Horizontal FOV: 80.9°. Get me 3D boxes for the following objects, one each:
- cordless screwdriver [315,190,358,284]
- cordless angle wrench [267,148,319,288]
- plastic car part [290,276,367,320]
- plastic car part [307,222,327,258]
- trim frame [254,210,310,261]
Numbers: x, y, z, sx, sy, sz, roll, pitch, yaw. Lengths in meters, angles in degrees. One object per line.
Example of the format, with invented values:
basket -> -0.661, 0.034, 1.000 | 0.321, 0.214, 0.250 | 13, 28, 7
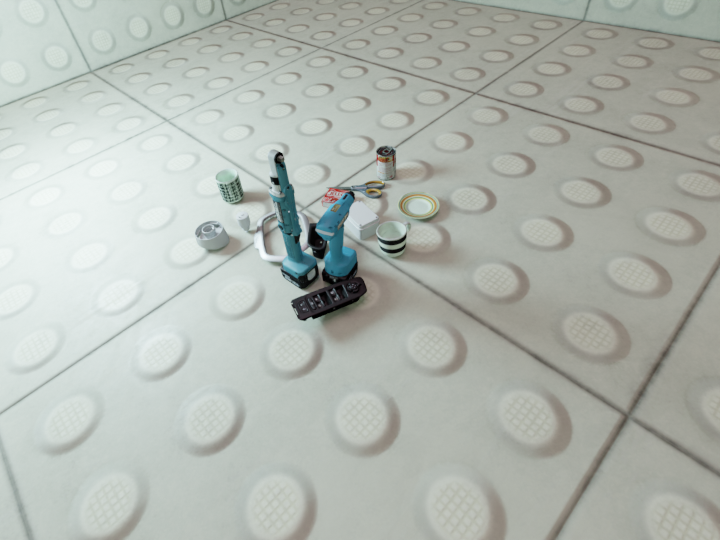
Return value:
cordless screwdriver -> -0.050, -0.080, 1.124 | 0.077, 0.239, 0.159 | 17, 51, 19
cordless angle wrench -> -0.180, -0.121, 1.067 | 0.103, 0.407, 0.073 | 31, 56, 28
plastic car part -> -0.075, 0.080, 1.099 | 0.200, 0.064, 0.070 | -23, 49, -13
plastic car part -> -0.122, -0.080, 1.252 | 0.067, 0.068, 0.119 | 0, 47, 6
trim frame -> -0.246, -0.114, 1.331 | 0.183, 0.026, 0.260 | -14, 47, -4
